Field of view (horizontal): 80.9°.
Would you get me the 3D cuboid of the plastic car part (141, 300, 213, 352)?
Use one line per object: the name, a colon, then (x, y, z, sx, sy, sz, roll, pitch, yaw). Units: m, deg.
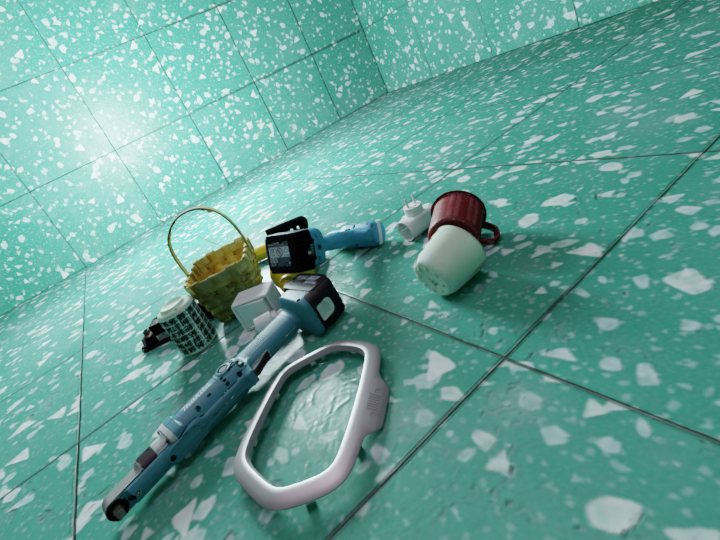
plastic car part: (-0.409, 0.109, 0.957, 0.204, 0.065, 0.067, -22, 16, 4)

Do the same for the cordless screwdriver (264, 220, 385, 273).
cordless screwdriver: (-0.084, -0.055, 0.856, 0.167, 0.074, 0.239, -1, 12, 45)

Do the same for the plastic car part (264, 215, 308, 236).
plastic car part: (-0.198, -0.107, 1.172, 0.116, 0.065, 0.072, -25, 8, -5)

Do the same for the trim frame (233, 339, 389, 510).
trim frame: (-0.056, 0.171, 0.517, 0.189, 0.027, 0.249, -17, 25, 24)

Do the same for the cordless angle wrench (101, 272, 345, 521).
cordless angle wrench: (-0.185, 0.162, 0.617, 0.103, 0.072, 0.418, 0, 38, 47)
